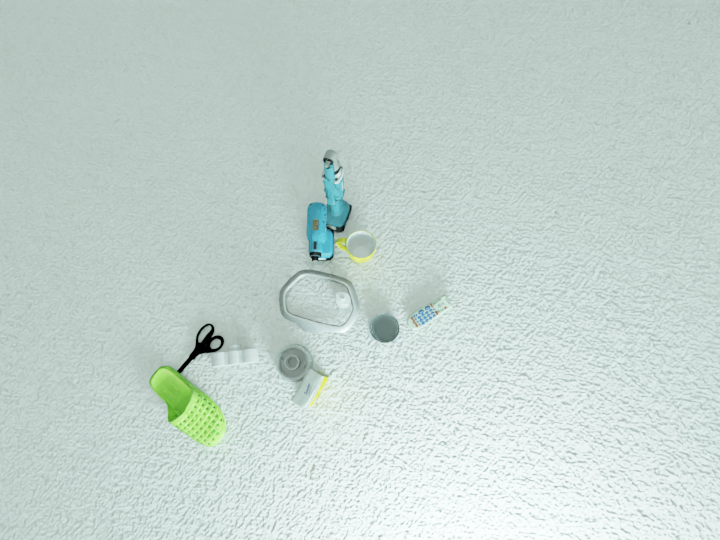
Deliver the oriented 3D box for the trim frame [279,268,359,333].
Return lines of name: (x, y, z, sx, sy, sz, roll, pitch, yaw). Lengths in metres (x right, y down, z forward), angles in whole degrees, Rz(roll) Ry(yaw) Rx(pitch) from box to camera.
trim frame: (-0.125, 0.095, 1.270, 0.252, 0.027, 0.186, 12, 75, 8)

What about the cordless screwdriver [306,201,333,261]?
cordless screwdriver: (-0.118, -0.077, 1.208, 0.075, 0.244, 0.162, 1, 75, 0)

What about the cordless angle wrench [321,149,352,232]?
cordless angle wrench: (-0.072, -0.217, 1.157, 0.075, 0.415, 0.098, 19, 77, 4)
